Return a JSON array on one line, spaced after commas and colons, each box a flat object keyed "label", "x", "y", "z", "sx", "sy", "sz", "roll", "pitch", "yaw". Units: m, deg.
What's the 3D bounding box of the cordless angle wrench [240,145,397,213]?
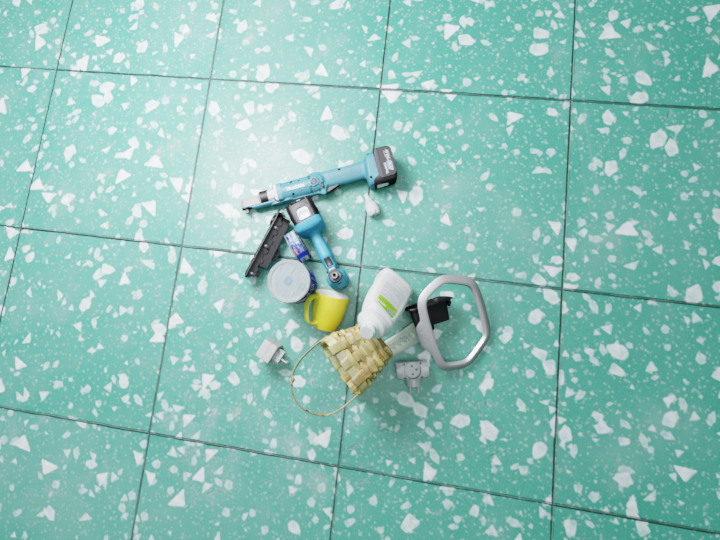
[{"label": "cordless angle wrench", "x": -0.119, "y": -0.229, "z": 1.127, "sx": 0.427, "sy": 0.073, "sz": 0.099, "roll": -14, "pitch": 82, "yaw": 6}]

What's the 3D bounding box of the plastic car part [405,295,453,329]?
[{"label": "plastic car part", "x": 0.167, "y": 0.109, "z": 1.029, "sx": 0.114, "sy": 0.067, "sz": 0.071, "roll": -19, "pitch": 90, "yaw": -17}]

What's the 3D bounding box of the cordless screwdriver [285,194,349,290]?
[{"label": "cordless screwdriver", "x": -0.103, "y": -0.067, "z": 1.055, "sx": 0.074, "sy": 0.156, "sz": 0.254, "roll": -28, "pitch": 79, "yaw": -1}]

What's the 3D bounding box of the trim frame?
[{"label": "trim frame", "x": 0.222, "y": 0.124, "z": 1.010, "sx": 0.182, "sy": 0.028, "sz": 0.242, "roll": -24, "pitch": 107, "yaw": -13}]

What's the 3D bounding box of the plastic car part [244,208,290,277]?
[{"label": "plastic car part", "x": -0.241, "y": -0.067, "z": 1.118, "sx": 0.067, "sy": 0.066, "sz": 0.203, "roll": 22, "pitch": 85, "yaw": -4}]
